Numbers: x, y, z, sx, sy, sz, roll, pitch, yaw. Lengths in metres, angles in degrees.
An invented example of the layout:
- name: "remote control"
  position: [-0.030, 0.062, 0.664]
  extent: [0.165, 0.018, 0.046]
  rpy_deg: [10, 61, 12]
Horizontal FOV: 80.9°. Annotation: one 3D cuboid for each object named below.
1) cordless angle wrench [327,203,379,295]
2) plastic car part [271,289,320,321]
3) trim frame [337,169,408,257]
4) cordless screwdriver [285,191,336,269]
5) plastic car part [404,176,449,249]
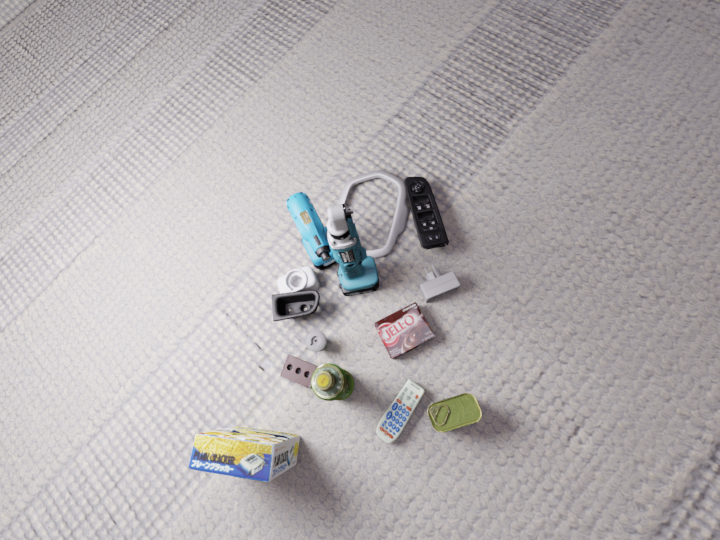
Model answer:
- name: "cordless angle wrench"
  position: [-0.022, -0.035, 0.855]
  extent: [0.098, 0.410, 0.076]
  rpy_deg: [-11, 72, 2]
- name: "plastic car part"
  position: [-0.148, 0.087, 1.018]
  extent: [0.118, 0.068, 0.067]
  rpy_deg: [-9, 71, 6]
- name: "trim frame"
  position: [0.028, -0.148, 1.091]
  extent: [0.189, 0.026, 0.251]
  rpy_deg: [10, 73, 14]
- name: "cordless screwdriver"
  position: [-0.095, -0.062, 0.969]
  extent: [0.074, 0.241, 0.165]
  rpy_deg: [-27, 71, -3]
- name: "plastic car part"
  position: [0.158, -0.142, 1.045]
  extent: [0.067, 0.065, 0.208]
  rpy_deg: [-13, 69, 3]
